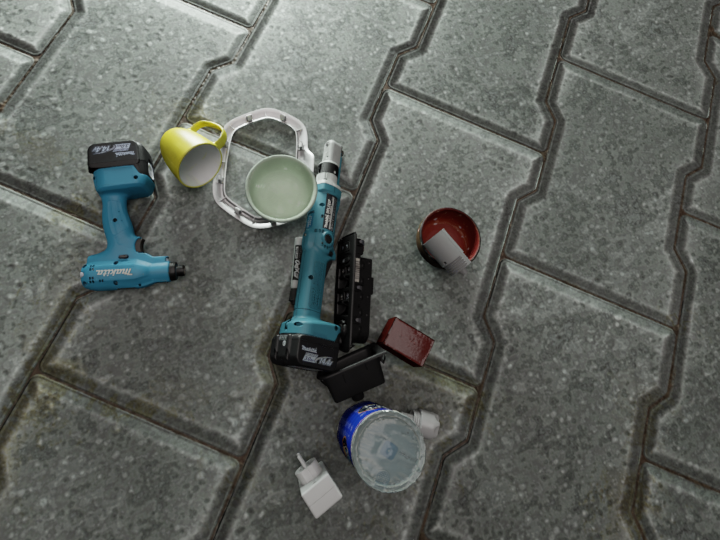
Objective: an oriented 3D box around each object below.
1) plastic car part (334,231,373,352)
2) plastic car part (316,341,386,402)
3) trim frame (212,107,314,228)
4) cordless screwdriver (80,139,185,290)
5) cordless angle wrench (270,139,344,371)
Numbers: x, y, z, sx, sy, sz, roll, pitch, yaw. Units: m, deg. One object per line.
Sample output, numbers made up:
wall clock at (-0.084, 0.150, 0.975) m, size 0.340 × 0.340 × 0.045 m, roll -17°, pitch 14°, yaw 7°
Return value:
plastic car part at (-0.012, 0.041, 0.734) m, size 0.064 × 0.069 × 0.206 m, roll 17°, pitch 70°, yaw -32°
plastic car part at (-0.008, 0.177, 0.698) m, size 0.115 × 0.067 × 0.070 m, roll -25°, pitch 96°, yaw -10°
trim frame at (-0.180, -0.198, 0.795) m, size 0.182 × 0.027 × 0.252 m, roll 5°, pitch 73°, yaw -6°
cordless screwdriver at (-0.383, -0.093, 0.722) m, size 0.157 × 0.074 × 0.252 m, roll -4°, pitch 79°, yaw -8°
cordless angle wrench at (-0.072, -0.047, 0.738) m, size 0.093 × 0.077 × 0.430 m, roll 23°, pitch 63°, yaw -38°
